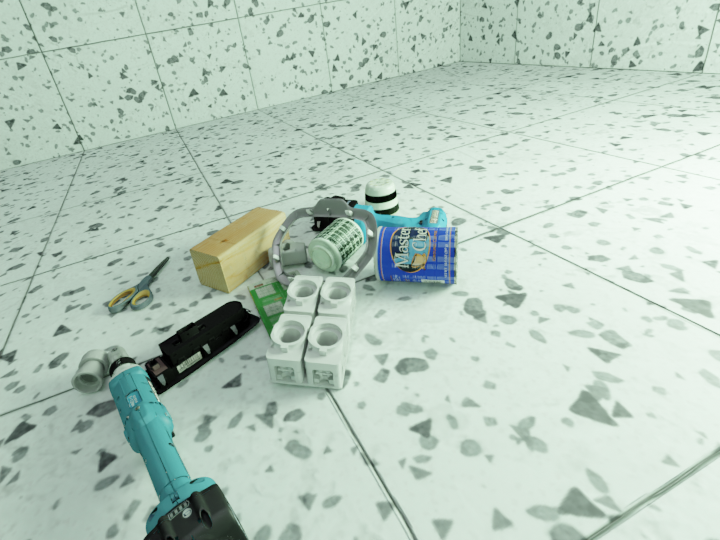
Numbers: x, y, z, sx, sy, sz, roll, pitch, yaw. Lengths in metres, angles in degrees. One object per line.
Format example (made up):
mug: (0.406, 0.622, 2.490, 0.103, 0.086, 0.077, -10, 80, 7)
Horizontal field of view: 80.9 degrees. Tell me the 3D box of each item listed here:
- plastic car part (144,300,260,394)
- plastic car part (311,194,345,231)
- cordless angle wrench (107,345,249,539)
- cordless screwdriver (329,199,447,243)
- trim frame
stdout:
plastic car part: (-0.262, 0.110, 0.697, 0.198, 0.065, 0.070, -31, 30, -35)
plastic car part: (-0.073, -0.148, 1.040, 0.070, 0.069, 0.114, 16, 37, 38)
cordless angle wrench: (-0.265, 0.198, 0.532, 0.073, 0.094, 0.448, -31, 34, -28)
cordless screwdriver: (0.054, -0.088, 0.909, 0.256, 0.072, 0.160, 5, 34, 16)
trim frame: (-0.079, -0.051, 0.804, 0.261, 0.026, 0.185, 7, 71, 38)
